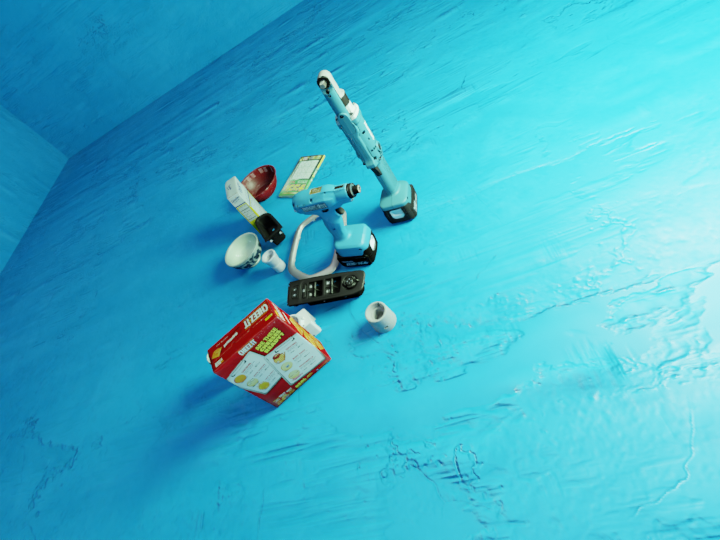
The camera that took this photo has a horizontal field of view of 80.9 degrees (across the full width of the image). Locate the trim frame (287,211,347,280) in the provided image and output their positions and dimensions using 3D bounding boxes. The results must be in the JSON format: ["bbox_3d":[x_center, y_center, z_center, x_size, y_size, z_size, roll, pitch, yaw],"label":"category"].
[{"bbox_3d":[-0.113,-0.074,1.152,0.191,0.026,0.254,-12,52,27],"label":"trim frame"}]

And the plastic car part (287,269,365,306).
[{"bbox_3d":[-0.075,0.050,1.004,0.209,0.063,0.068,-14,50,26],"label":"plastic car part"}]

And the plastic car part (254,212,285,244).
[{"bbox_3d":[-0.261,-0.119,1.260,0.066,0.067,0.123,-41,44,0],"label":"plastic car part"}]

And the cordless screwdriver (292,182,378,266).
[{"bbox_3d":[-0.029,-0.107,0.970,0.165,0.235,0.076,-8,52,30],"label":"cordless screwdriver"}]

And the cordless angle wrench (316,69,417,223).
[{"bbox_3d":[0.018,-0.266,0.941,0.077,0.400,0.100,-13,50,26],"label":"cordless angle wrench"}]
